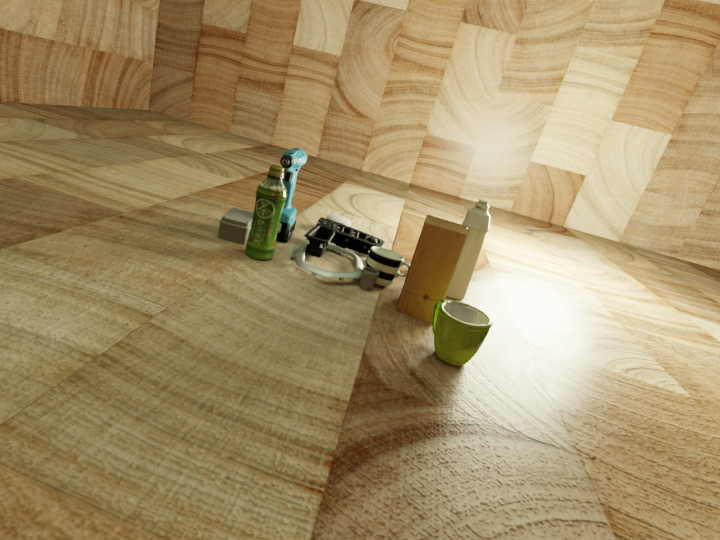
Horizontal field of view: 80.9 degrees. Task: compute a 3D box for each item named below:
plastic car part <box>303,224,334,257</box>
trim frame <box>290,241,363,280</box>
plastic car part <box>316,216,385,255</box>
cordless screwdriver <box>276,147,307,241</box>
[{"bbox_3d":[-0.108,-0.071,1.103,0.067,0.070,0.116,17,20,5],"label":"plastic car part"},{"bbox_3d":[-0.083,-0.027,1.068,0.183,0.027,0.253,13,20,-5],"label":"trim frame"},{"bbox_3d":[-0.031,-0.090,1.210,0.204,0.066,0.066,16,20,3],"label":"plastic car part"},{"bbox_3d":[-0.202,-0.198,1.121,0.075,0.246,0.160,16,19,0],"label":"cordless screwdriver"}]
